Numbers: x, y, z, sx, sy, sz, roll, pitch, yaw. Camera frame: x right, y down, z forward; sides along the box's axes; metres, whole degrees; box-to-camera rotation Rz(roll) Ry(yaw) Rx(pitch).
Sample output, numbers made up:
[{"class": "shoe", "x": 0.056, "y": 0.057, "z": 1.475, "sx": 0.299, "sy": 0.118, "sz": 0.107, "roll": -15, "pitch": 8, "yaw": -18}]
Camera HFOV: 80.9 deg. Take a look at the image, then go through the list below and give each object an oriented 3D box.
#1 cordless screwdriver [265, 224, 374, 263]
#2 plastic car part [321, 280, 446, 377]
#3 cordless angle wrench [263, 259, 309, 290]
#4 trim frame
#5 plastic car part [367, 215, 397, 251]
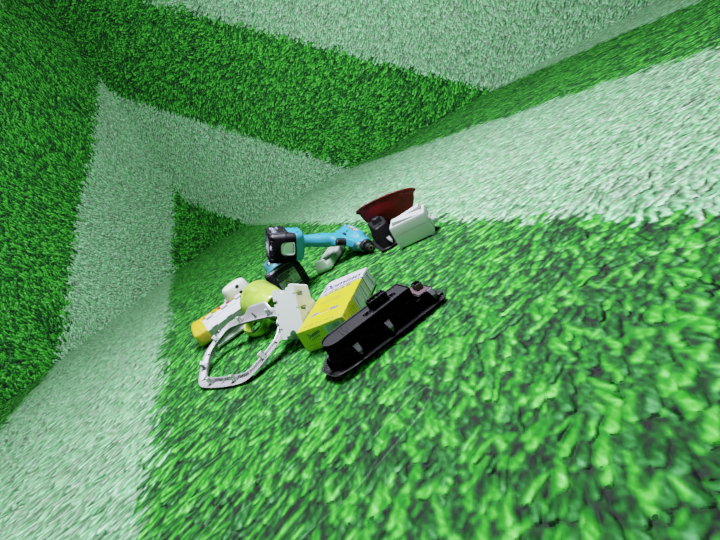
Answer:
[{"class": "cordless screwdriver", "x": -0.099, "y": -0.065, "z": 1.017, "sx": 0.242, "sy": 0.073, "sz": 0.166, "roll": -7, "pitch": 18, "yaw": -20}, {"class": "plastic car part", "x": 0.023, "y": 0.074, "z": 0.599, "sx": 0.201, "sy": 0.065, "sz": 0.069, "roll": -39, "pitch": 24, "yaw": -14}, {"class": "cordless angle wrench", "x": -0.239, "y": 0.000, "z": 1.218, "sx": 0.097, "sy": 0.073, "sz": 0.436, "roll": -35, "pitch": 15, "yaw": -11}, {"class": "trim frame", "x": -0.235, "y": 0.142, "z": 0.823, "sx": 0.257, "sy": 0.026, "sz": 0.186, "roll": -18, "pitch": 37, "yaw": 39}, {"class": "plastic car part", "x": 0.049, "y": -0.094, "z": 0.984, "sx": 0.066, "sy": 0.069, "sz": 0.118, "roll": -31, "pitch": 13, "yaw": 2}]
